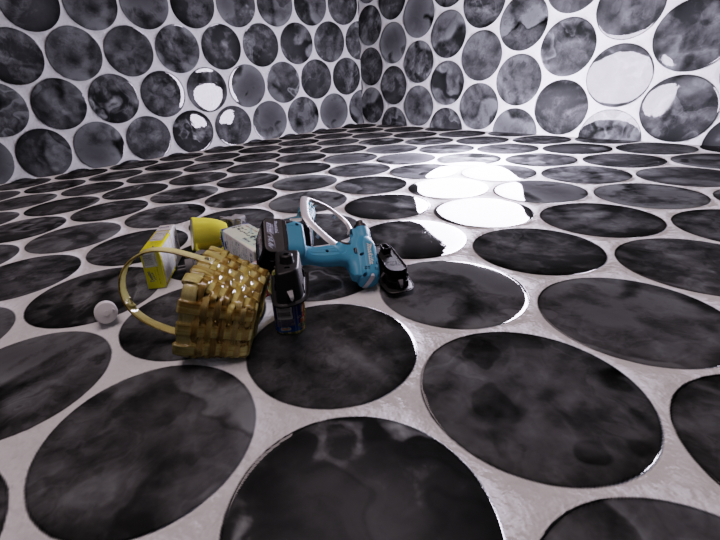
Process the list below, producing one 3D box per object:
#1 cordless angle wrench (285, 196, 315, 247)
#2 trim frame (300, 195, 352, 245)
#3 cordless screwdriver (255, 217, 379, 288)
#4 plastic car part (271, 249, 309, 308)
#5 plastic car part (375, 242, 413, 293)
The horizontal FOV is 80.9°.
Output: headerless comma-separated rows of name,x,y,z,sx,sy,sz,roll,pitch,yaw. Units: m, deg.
cordless angle wrench,-0.156,-0.135,1.166,0.074,0.096,0.431,-4,21,-1
trim frame,-0.071,-0.106,1.018,0.178,0.027,0.257,30,19,-21
cordless screwdriver,-0.084,-0.055,0.856,0.242,0.074,0.165,8,51,-17
plastic car part,-0.116,0.003,0.678,0.065,0.069,0.120,-7,22,-6
plastic car part,0.060,-0.015,0.892,0.065,0.065,0.211,-1,26,-12
